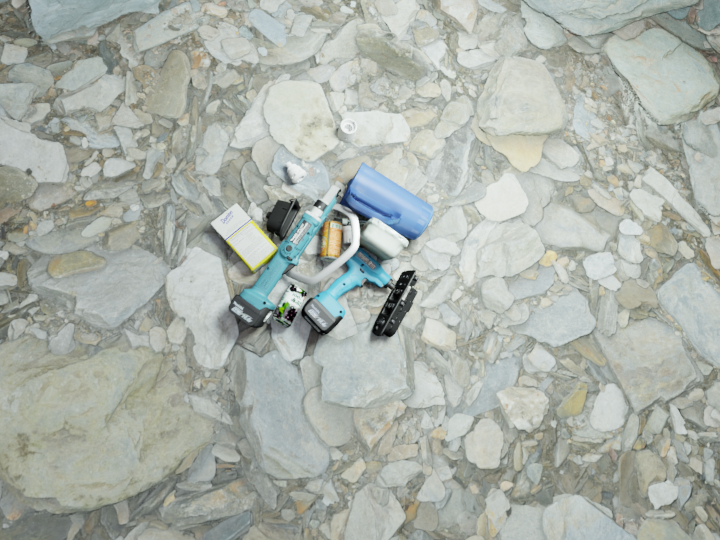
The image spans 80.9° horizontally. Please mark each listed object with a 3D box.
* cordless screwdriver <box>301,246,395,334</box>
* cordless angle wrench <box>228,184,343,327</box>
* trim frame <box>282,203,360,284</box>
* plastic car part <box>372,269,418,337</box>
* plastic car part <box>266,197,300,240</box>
[{"bbox_3d":[-0.031,0.066,1.121,0.161,0.074,0.247,40,71,4],"label":"cordless screwdriver"},{"bbox_3d":[-0.181,-0.049,1.097,0.100,0.073,0.423,33,83,9],"label":"cordless angle wrench"},{"bbox_3d":[-0.110,-0.072,1.125,0.249,0.026,0.192,-40,63,8],"label":"trim frame"},{"bbox_3d":[0.099,0.096,1.136,0.064,0.069,0.202,42,72,-24],"label":"plastic car part"},{"bbox_3d":[-0.223,-0.148,1.167,0.073,0.064,0.117,25,77,14],"label":"plastic car part"}]
